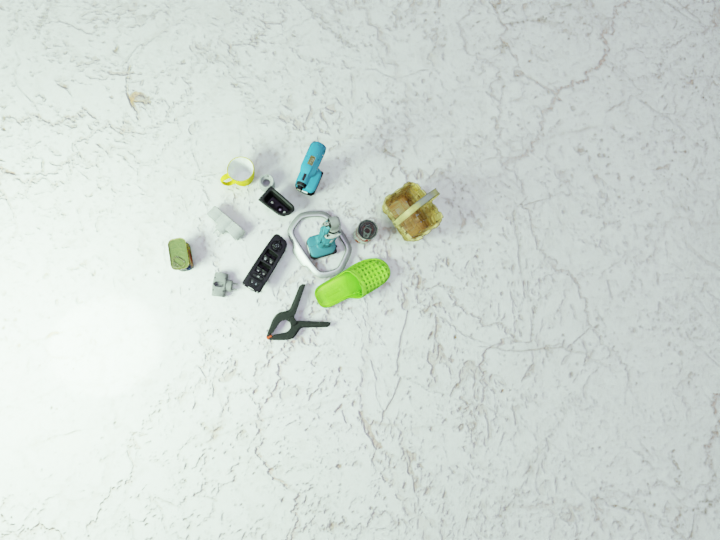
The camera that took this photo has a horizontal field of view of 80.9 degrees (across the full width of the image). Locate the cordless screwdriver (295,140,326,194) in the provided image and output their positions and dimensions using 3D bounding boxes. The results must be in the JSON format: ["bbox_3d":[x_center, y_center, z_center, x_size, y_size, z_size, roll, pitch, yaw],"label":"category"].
[{"bbox_3d":[-0.171,-0.301,1.369,0.074,0.249,0.160,24,80,-6],"label":"cordless screwdriver"}]

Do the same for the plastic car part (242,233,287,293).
[{"bbox_3d":[-0.311,-0.024,1.403,0.066,0.067,0.203,30,79,-3],"label":"plastic car part"}]

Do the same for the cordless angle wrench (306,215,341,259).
[{"bbox_3d":[-0.099,-0.102,1.253,0.097,0.424,0.075,-16,87,-11],"label":"cordless angle wrench"}]

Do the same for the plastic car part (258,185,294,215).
[{"bbox_3d":[-0.281,-0.221,1.437,0.117,0.071,0.066,39,79,1],"label":"plastic car part"}]

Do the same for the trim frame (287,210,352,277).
[{"bbox_3d":[-0.142,-0.093,1.449,0.183,0.027,0.251,-35,85,-9],"label":"trim frame"}]
